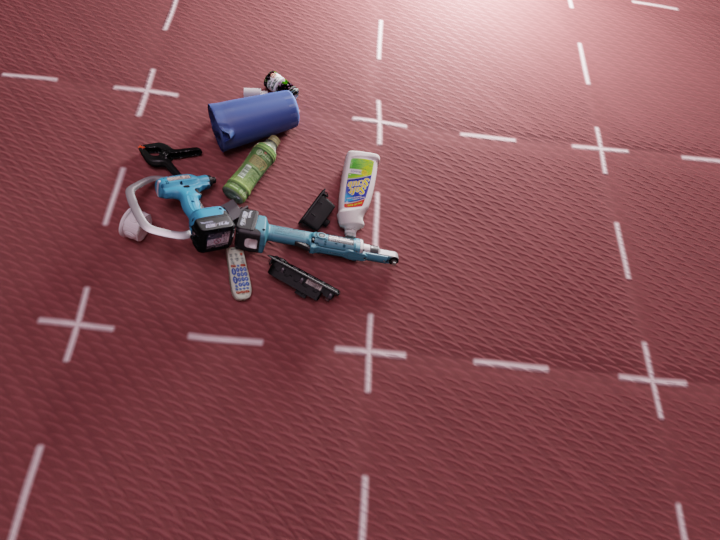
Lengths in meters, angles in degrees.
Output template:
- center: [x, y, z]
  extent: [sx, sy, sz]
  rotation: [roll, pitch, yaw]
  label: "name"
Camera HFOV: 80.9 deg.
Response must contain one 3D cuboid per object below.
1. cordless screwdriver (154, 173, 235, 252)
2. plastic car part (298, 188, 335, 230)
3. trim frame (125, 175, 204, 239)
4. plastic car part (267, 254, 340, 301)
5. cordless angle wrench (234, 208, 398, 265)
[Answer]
- center: [-0.391, -0.160, 1.060]
  extent: [0.154, 0.073, 0.261]
  rotation: [-19, 54, -38]
  label: "cordless screwdriver"
- center: [-0.111, -0.151, 1.141]
  extent: [0.070, 0.067, 0.116]
  rotation: [33, 71, -9]
  label: "plastic car part"
- center: [-0.493, -0.165, 1.086]
  extent: [0.177, 0.027, 0.261]
  rotation: [-15, 53, -37]
  label: "trim frame"
- center: [-0.151, 0.024, 1.062]
  extent: [0.206, 0.065, 0.067]
  rotation: [32, 100, 6]
  label: "plastic car part"
- center: [-0.107, -0.070, 1.092]
  extent: [0.419, 0.073, 0.101]
  rotation: [10, 41, -5]
  label: "cordless angle wrench"
